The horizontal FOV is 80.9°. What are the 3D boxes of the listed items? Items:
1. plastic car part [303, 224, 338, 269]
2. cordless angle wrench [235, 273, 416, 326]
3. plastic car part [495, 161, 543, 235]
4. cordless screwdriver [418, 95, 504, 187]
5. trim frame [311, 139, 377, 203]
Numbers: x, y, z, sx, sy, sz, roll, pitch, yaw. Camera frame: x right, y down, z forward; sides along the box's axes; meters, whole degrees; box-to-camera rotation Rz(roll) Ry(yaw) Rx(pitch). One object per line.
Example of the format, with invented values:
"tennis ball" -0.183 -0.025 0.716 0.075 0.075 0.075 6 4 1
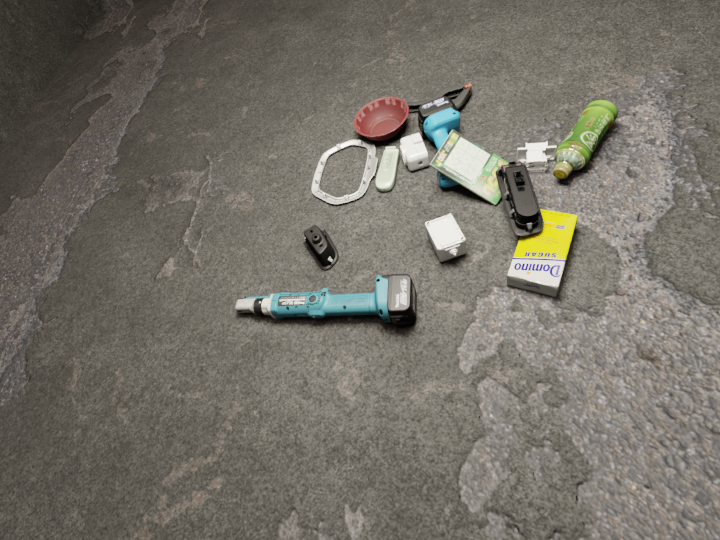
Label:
"plastic car part" -0.101 -0.066 1.033 0.066 0.067 0.123 -32 49 -3
"cordless angle wrench" -0.095 0.074 0.937 0.436 0.070 0.100 -4 56 21
"plastic car part" 0.339 -0.163 0.891 0.067 0.064 0.208 -3 56 7
"cordless screwdriver" 0.246 -0.331 1.073 0.160 0.071 0.257 -16 62 6
"trim frame" -0.043 -0.284 1.189 0.190 0.026 0.252 1 56 20
